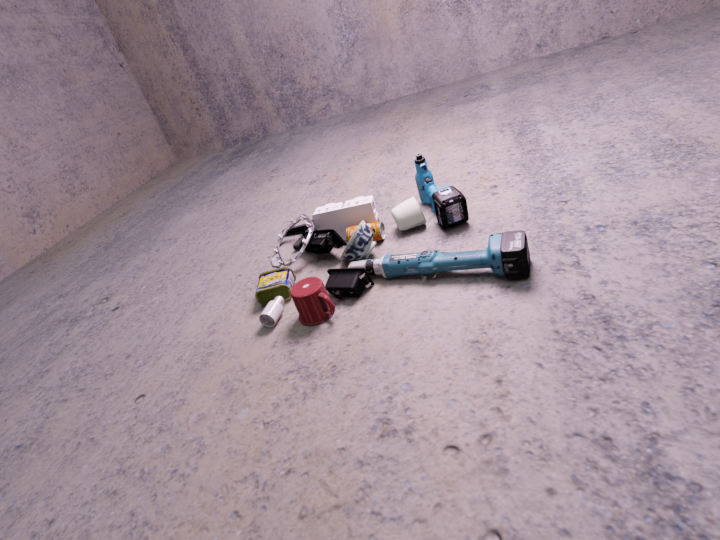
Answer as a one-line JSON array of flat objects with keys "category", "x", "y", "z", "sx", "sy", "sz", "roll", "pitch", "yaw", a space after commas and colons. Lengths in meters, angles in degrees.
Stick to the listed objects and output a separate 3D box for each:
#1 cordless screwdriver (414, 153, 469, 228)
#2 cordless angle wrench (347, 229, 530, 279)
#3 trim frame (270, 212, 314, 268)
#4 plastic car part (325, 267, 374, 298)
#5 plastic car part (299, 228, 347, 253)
[{"category": "cordless screwdriver", "x": 0.215, "y": -0.231, "z": 1.205, "sx": 0.074, "sy": 0.153, "sz": 0.259, "roll": -20, "pitch": 31, "yaw": -1}, {"category": "cordless angle wrench", "x": 0.158, "y": -0.020, "z": 0.989, "sx": 0.440, "sy": 0.071, "sz": 0.098, "roll": -5, "pitch": 32, "yaw": 30}, {"category": "trim frame", "x": -0.215, "y": -0.091, "z": 1.313, "sx": 0.184, "sy": 0.026, "sz": 0.260, "roll": -51, "pitch": 31, "yaw": 8}, {"category": "plastic car part", "x": -0.038, "y": 0.037, "z": 1.035, "sx": 0.122, "sy": 0.063, "sz": 0.071, "roll": -3, "pitch": 47, "yaw": 34}, {"category": "plastic car part", "x": -0.122, "y": -0.080, "z": 1.248, "sx": 0.067, "sy": 0.063, "sz": 0.212, "roll": -58, "pitch": 29, "yaw": -12}]
